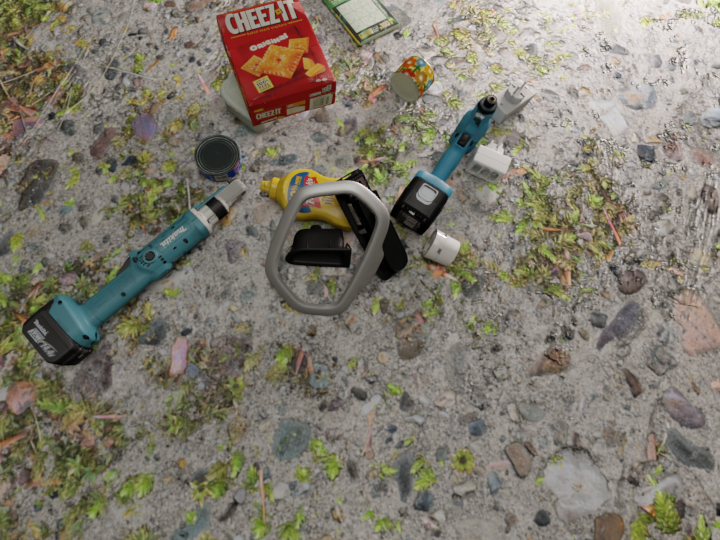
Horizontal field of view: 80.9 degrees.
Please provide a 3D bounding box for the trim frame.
[{"bbox_3d":[-0.056,-0.033,0.705,0.183,0.028,0.247,23,107,-3],"label":"trim frame"}]

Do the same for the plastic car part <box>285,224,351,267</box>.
[{"bbox_3d":[-0.074,-0.049,0.760,0.117,0.064,0.072,4,59,1],"label":"plastic car part"}]

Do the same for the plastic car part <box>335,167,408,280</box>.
[{"bbox_3d":[0.029,-0.076,0.732,0.065,0.070,0.197,-35,110,-27],"label":"plastic car part"}]

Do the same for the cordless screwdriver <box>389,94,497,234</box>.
[{"bbox_3d":[0.155,-0.190,0.756,0.075,0.158,0.248,34,77,2],"label":"cordless screwdriver"}]

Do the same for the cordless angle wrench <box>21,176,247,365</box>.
[{"bbox_3d":[-0.359,-0.017,0.731,0.100,0.074,0.420,43,74,7],"label":"cordless angle wrench"}]
